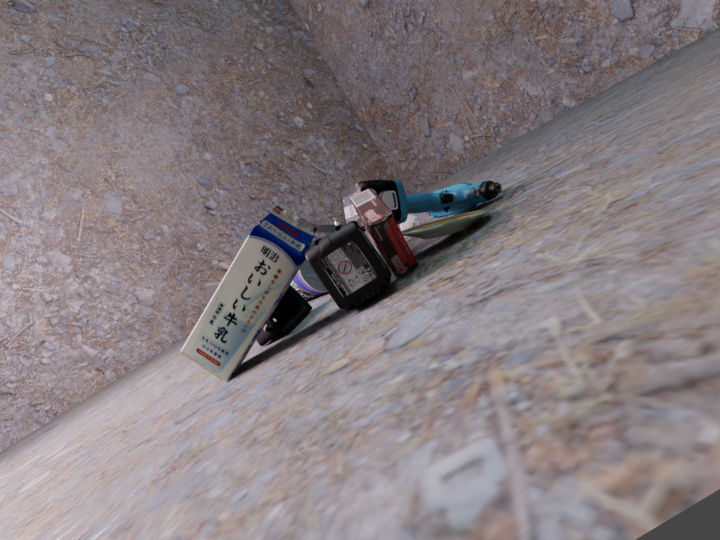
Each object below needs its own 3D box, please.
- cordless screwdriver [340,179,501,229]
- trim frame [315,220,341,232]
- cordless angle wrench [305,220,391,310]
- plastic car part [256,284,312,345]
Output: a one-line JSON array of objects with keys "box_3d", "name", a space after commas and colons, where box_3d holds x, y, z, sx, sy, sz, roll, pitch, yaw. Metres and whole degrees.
[{"box_3d": [0.100, -0.118, 0.717, 0.240, 0.074, 0.165, -9, 1, -29], "name": "cordless screwdriver"}, {"box_3d": [-0.086, -0.056, 0.882, 0.184, 0.028, 0.245, -8, -10, -3], "name": "trim frame"}, {"box_3d": [-0.004, -0.025, 0.699, 0.075, 0.098, 0.420, -34, 3, 6], "name": "cordless angle wrench"}, {"box_3d": [-0.137, 0.078, 0.676, 0.071, 0.066, 0.115, -46, 2, 26], "name": "plastic car part"}]
